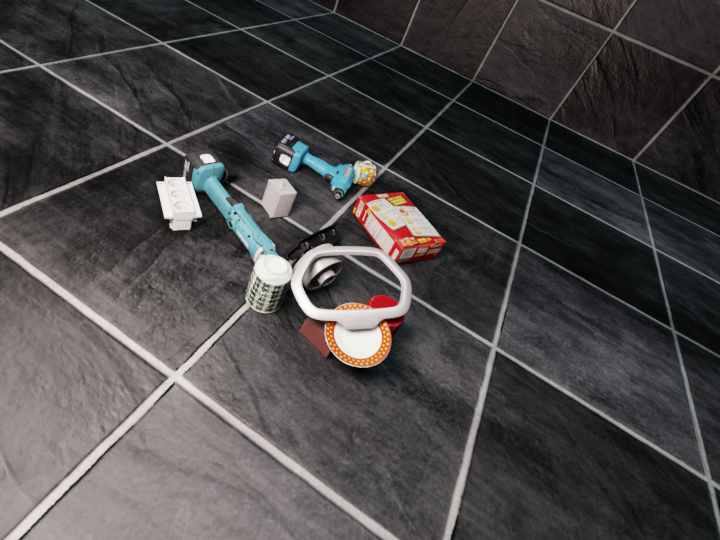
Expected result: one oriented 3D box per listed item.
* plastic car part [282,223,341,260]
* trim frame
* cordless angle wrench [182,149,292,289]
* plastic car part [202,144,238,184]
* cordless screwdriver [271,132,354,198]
[{"bbox_3d":[-0.098,-0.064,1.000,0.067,0.067,0.200,44,30,0],"label":"plastic car part"},{"bbox_3d":[-0.016,0.028,0.843,0.242,0.027,0.191,-1,54,-16],"label":"trim frame"},{"bbox_3d":[-0.281,-0.117,0.986,0.072,0.097,0.439,-21,61,-41],"label":"cordless angle wrench"},{"bbox_3d":[-0.373,-0.273,1.131,0.120,0.066,0.068,44,30,17],"label":"plastic car part"},{"bbox_3d":[-0.141,-0.302,1.250,0.247,0.074,0.161,25,41,-4],"label":"cordless screwdriver"}]
